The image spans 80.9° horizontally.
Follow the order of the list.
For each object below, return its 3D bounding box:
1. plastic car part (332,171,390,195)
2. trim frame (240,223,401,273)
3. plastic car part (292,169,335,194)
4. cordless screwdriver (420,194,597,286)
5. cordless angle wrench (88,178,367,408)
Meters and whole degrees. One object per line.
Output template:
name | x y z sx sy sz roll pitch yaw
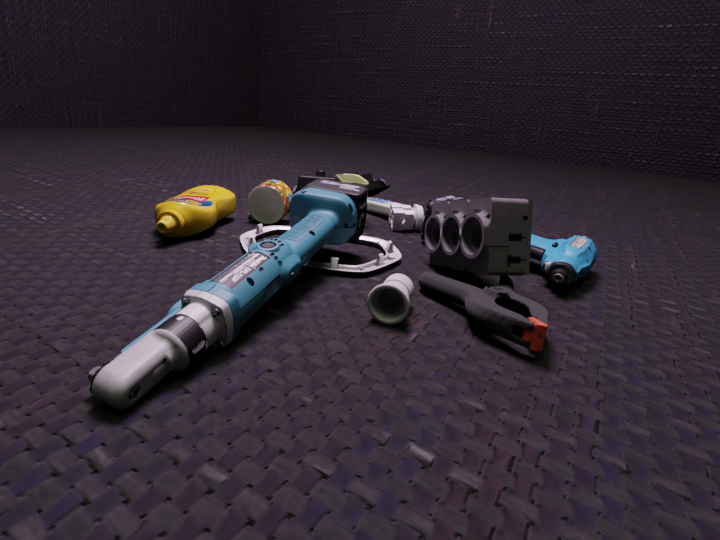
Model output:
plastic car part | -0.017 -0.185 0.947 0.069 0.066 0.197 -14 10 41
trim frame | -0.063 -0.041 0.644 0.253 0.027 0.184 6 20 9
plastic car part | -0.100 -0.197 0.973 0.117 0.069 0.067 2 21 0
cordless screwdriver | 0.213 -0.046 0.648 0.262 0.073 0.154 23 27 31
cordless angle wrench | -0.101 -0.005 0.461 0.101 0.072 0.419 13 31 16
